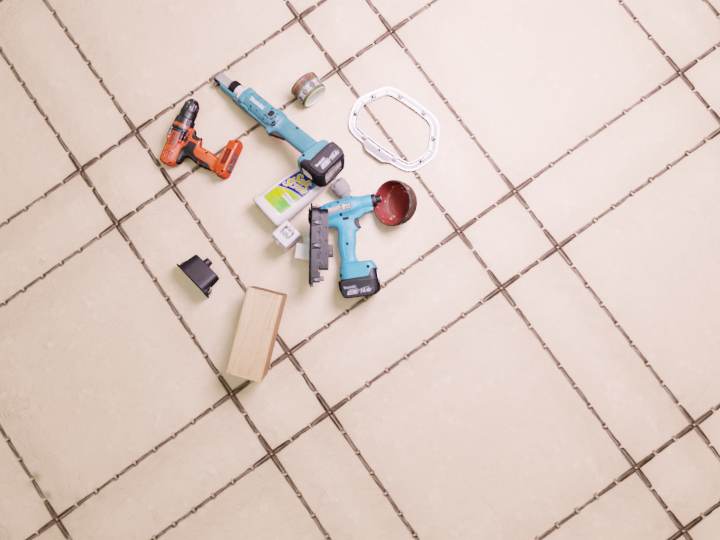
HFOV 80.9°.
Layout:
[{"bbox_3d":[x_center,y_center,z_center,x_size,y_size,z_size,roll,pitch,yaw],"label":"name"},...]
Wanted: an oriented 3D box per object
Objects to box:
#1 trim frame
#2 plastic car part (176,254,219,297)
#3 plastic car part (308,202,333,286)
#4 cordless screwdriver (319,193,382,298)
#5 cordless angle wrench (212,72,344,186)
[{"bbox_3d":[0.089,-0.367,1.091,0.249,0.027,0.184,37,89,2],"label":"trim frame"},{"bbox_3d":[-0.401,0.003,1.064,0.070,0.066,0.118,-41,84,-18],"label":"plastic car part"},{"bbox_3d":[-0.098,-0.064,1.001,0.067,0.065,0.204,-4,85,2],"label":"plastic car part"},{"bbox_3d":[-0.001,-0.062,1.037,0.161,0.072,0.251,-15,83,11],"label":"cordless screwdriver"},{"bbox_3d":[-0.218,-0.373,1.053,0.436,0.072,0.097,42,80,16],"label":"cordless angle wrench"}]
